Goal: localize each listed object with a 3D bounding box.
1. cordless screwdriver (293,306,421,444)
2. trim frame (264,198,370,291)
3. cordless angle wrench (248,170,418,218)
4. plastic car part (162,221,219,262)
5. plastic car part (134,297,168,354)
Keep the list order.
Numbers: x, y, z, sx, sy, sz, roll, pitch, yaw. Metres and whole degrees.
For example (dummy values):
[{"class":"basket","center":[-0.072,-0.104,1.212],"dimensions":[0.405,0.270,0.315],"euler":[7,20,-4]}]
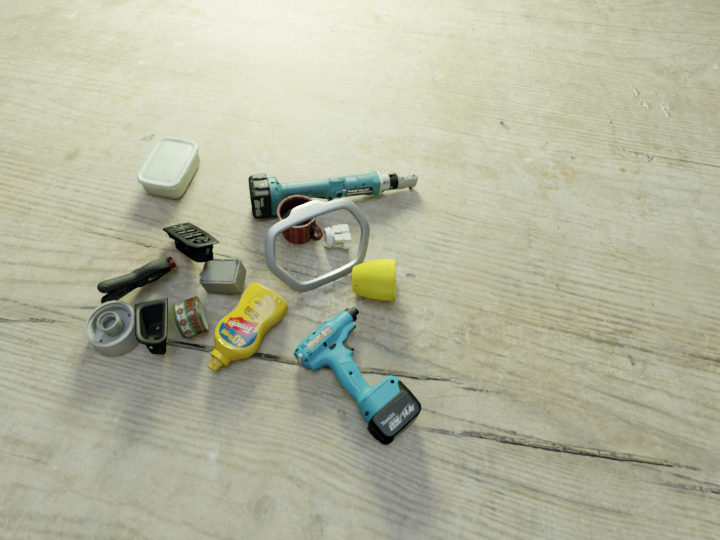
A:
[{"class":"cordless screwdriver","center":[0.008,0.189,0.809],"dimensions":[0.157,0.072,0.260],"euler":[-39,63,-22]},{"class":"trim frame","center":[-0.091,-0.059,0.930],"dimensions":[0.245,0.028,0.180],"euler":[-23,104,-12]},{"class":"cordless angle wrench","center":[-0.059,-0.203,1.040],"dimensions":[0.417,0.095,0.077],"euler":[-8,57,-10]},{"class":"plastic car part","center":[-0.373,-0.060,0.929],"dimensions":[0.064,0.066,0.214],"euler":[-10,17,-38]},{"class":"plastic car part","center":[-0.412,0.122,0.847],"dimensions":[0.065,0.069,0.122],"euler":[-12,46,-16]}]
